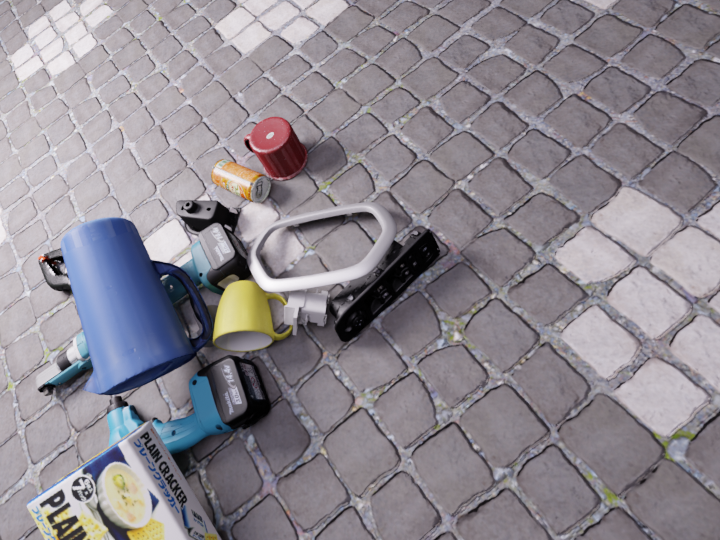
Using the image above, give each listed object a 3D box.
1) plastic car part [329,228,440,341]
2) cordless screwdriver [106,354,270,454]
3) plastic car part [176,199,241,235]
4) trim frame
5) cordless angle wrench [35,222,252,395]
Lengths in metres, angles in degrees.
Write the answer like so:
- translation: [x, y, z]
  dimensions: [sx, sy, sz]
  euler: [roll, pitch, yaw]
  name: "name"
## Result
- translation: [0.026, 0.016, 0.630]
  dimensions: [0.202, 0.063, 0.071]
  euler: [-48, 55, -7]
  name: "plastic car part"
- translation: [-0.268, 0.209, 0.628]
  dimensions: [0.249, 0.071, 0.166]
  euler: [-35, 63, 4]
  name: "cordless screwdriver"
- translation: [-0.289, -0.102, 0.770]
  dimensions: [0.120, 0.068, 0.067]
  euler: [7, 69, 15]
  name: "plastic car part"
- translation: [-0.065, -0.043, 0.669]
  dimensions: [0.254, 0.026, 0.190]
  euler: [-12, 46, 15]
  name: "trim frame"
- translation: [-0.380, 0.077, 0.721]
  dimensions: [0.424, 0.071, 0.102]
  euler: [-34, 64, 2]
  name: "cordless angle wrench"
